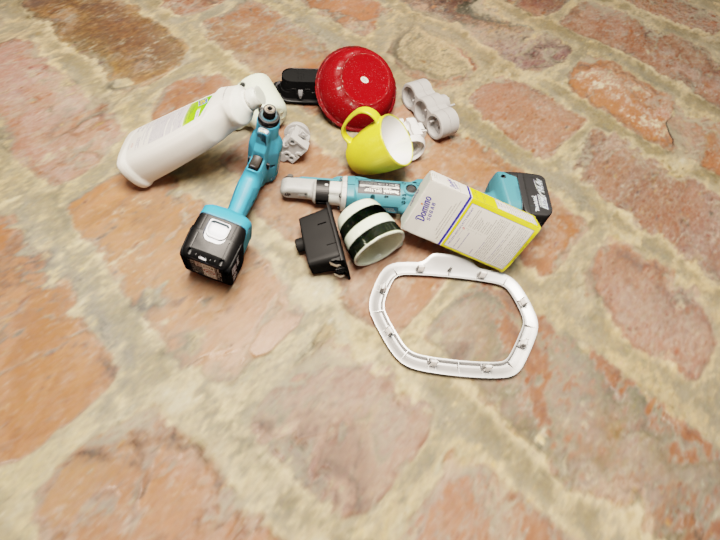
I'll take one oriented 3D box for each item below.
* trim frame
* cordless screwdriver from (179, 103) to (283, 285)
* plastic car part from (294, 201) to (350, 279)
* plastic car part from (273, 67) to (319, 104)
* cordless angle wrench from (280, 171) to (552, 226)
[{"bbox_3d":[0.136,0.060,0.616,0.249,0.027,0.188,5,59,0],"label":"trim frame"},{"bbox_3d":[-0.174,-0.113,0.617,0.074,0.158,0.252,21,62,-7],"label":"cordless screwdriver"},{"bbox_3d":[-0.063,-0.041,0.645,0.071,0.063,0.121,-19,60,0],"label":"plastic car part"},{"bbox_3d":[-0.071,-0.361,0.825,0.202,0.066,0.068,-2,69,-3],"label":"plastic car part"},{"bbox_3d":[0.079,-0.119,0.692,0.424,0.072,0.100,4,61,1],"label":"cordless angle wrench"}]
